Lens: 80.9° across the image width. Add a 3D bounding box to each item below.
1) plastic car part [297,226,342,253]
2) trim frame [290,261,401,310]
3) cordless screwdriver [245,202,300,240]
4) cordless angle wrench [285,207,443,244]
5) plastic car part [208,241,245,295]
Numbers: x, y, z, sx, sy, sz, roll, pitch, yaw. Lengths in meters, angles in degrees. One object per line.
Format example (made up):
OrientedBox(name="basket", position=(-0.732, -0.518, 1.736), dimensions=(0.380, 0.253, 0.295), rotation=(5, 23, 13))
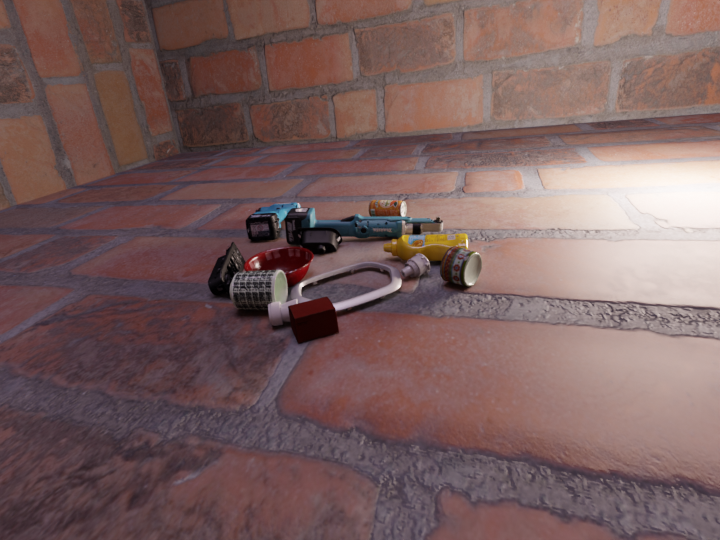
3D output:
OrientedBox(name="plastic car part", position=(-0.109, -0.071, 1.117), dimensions=(0.118, 0.063, 0.072), rotation=(0, 39, 7))
OrientedBox(name="trim frame", position=(-0.029, 0.031, 0.903), dimensions=(0.243, 0.027, 0.194), rotation=(-20, 28, -21))
OrientedBox(name="cordless screwdriver", position=(-0.298, -0.165, 1.350), dimensions=(0.163, 0.073, 0.249), rotation=(-2, 21, 12))
OrientedBox(name="cordless angle wrench", position=(0.008, -0.120, 1.159), dimensions=(0.429, 0.095, 0.075), rotation=(1, 24, 8))
OrientedBox(name="plastic car part", position=(-0.324, 0.000, 1.010), dimensions=(0.067, 0.064, 0.210), rotation=(-18, 25, -3))
